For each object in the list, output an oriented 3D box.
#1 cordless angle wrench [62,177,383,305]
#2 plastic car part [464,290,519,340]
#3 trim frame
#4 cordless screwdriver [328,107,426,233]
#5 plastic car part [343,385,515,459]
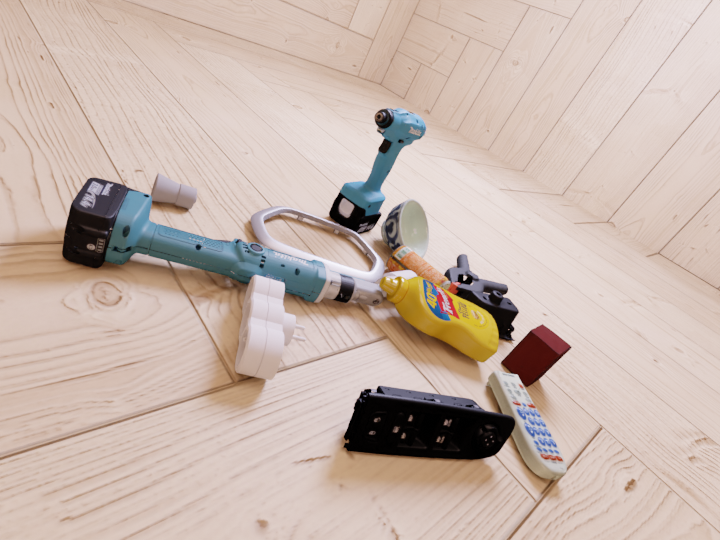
[{"bbox_3d":[-0.151,-0.011,0.566,0.407,0.074,0.102,16,30,-22],"label":"cordless angle wrench"},{"bbox_3d":[0.222,0.068,0.725,0.112,0.071,0.069,16,29,-24],"label":"plastic car part"},{"bbox_3d":[-0.071,-0.047,0.729,0.242,0.027,0.190,20,28,-15],"label":"trim frame"},{"bbox_3d":[0.023,-0.188,0.802,0.077,0.248,0.153,40,25,20],"label":"cordless screwdriver"},{"bbox_3d":[0.074,0.166,0.465,0.197,0.066,0.069,15,5,-17],"label":"plastic car part"}]
